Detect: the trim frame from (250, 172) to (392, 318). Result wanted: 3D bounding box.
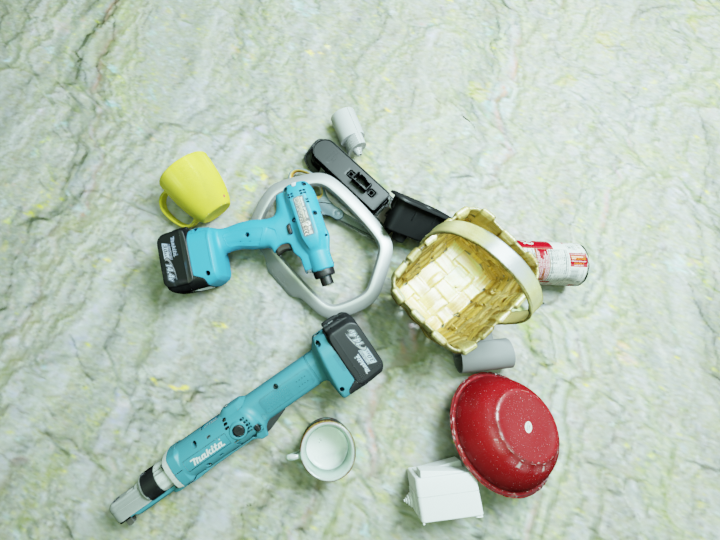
[{"bbox_3d":[-0.065,-0.043,0.666,0.184,0.027,0.253,-43,81,1],"label":"trim frame"}]

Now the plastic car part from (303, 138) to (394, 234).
[{"bbox_3d":[-0.015,-0.145,0.692,0.208,0.065,0.066,44,86,13],"label":"plastic car part"}]

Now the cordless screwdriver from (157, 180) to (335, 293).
[{"bbox_3d":[-0.167,-0.022,0.636,0.250,0.073,0.161,-19,82,3],"label":"cordless screwdriver"}]

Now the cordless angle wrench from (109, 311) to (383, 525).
[{"bbox_3d":[-0.166,0.213,0.594,0.422,0.075,0.097,-34,97,-4],"label":"cordless angle wrench"}]

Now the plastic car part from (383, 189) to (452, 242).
[{"bbox_3d":[0.078,-0.076,0.655,0.111,0.070,0.070,12,110,-35],"label":"plastic car part"}]
